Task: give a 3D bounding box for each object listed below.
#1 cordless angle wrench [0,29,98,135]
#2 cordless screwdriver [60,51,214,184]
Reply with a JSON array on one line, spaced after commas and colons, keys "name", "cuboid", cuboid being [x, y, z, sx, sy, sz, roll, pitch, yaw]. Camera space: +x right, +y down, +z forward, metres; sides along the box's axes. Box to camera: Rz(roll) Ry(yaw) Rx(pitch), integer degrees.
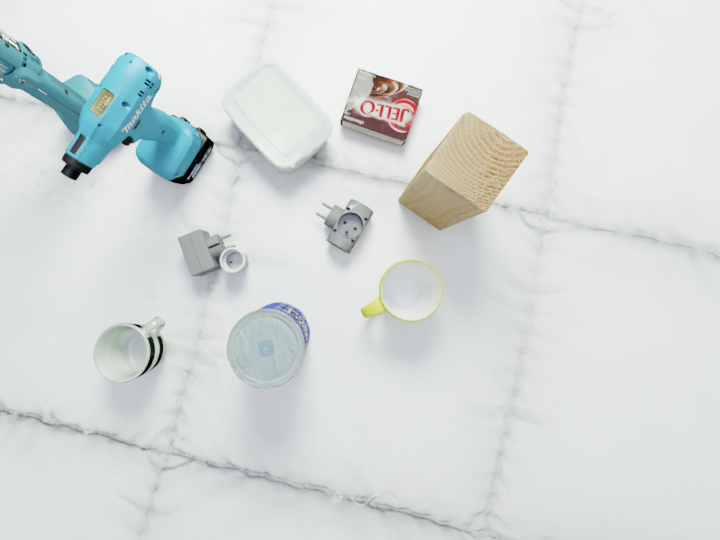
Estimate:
[{"name": "cordless angle wrench", "cuboid": [-0.421, -0.251, 0.509, 0.074, 0.422, 0.098, -36, 92, -3]}, {"name": "cordless screwdriver", "cuboid": [-0.300, -0.174, 0.587, 0.074, 0.248, 0.159, 33, 88, -3]}]
